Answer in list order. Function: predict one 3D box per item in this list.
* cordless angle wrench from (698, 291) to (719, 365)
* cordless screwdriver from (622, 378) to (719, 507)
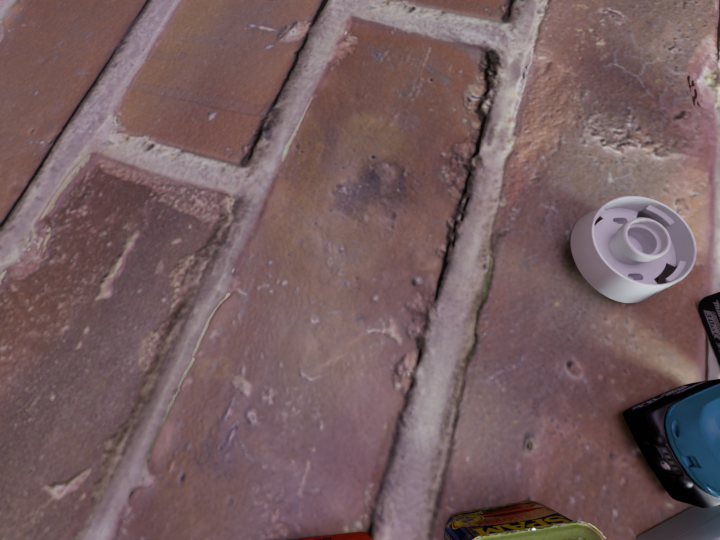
[{"bbox_3d":[0.376,0.004,0.208,0.074,0.414,0.100,-4,72,-3],"label":"cordless angle wrench"},{"bbox_3d":[0.311,0.104,0.266,0.158,0.243,0.076,-20,74,-6],"label":"cordless screwdriver"}]
